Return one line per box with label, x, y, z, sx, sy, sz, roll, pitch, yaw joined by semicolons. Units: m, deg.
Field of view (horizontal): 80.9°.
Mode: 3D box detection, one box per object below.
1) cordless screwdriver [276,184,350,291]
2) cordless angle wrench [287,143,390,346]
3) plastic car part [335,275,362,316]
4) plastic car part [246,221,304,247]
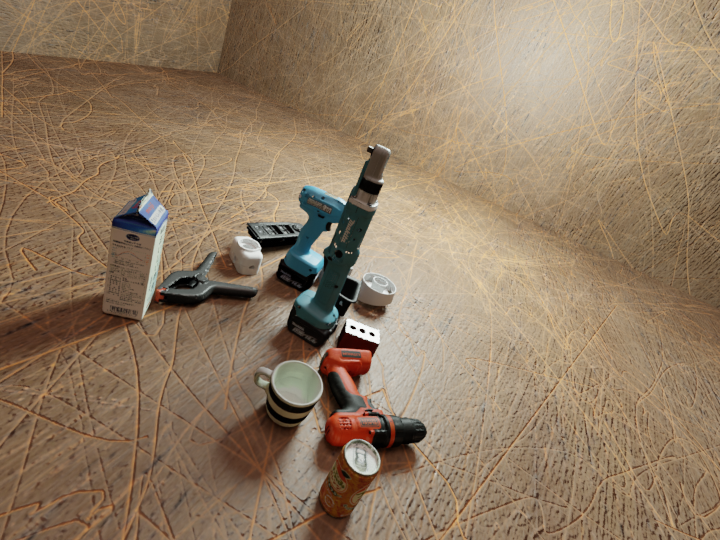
cordless screwdriver;-0.098;-0.064;1.003;0.162;0.246;0.074;27;27;7
cordless angle wrench;-0.034;-0.039;0.817;0.101;0.419;0.073;31;28;13
plastic car part;-0.042;0.065;1.001;0.066;0.070;0.118;21;27;-3
plastic car part;-0.226;-0.096;1.166;0.070;0.066;0.195;39;32;28
